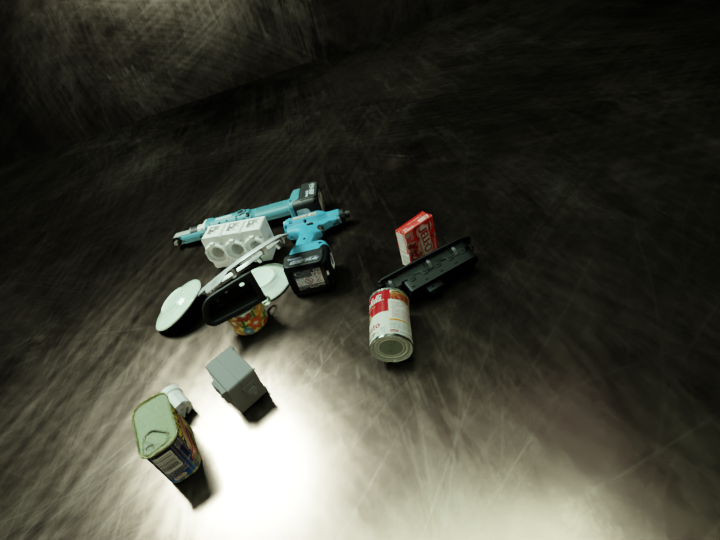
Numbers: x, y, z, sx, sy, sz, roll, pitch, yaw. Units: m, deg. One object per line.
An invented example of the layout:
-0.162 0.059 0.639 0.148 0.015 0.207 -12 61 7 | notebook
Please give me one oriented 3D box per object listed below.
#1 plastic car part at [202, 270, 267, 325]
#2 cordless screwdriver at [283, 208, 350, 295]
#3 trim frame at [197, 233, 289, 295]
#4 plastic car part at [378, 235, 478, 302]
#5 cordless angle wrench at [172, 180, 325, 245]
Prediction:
-0.245 0.047 0.794 0.116 0.064 0.074 -29 23 -6 | plastic car part
-0.090 -0.059 0.923 0.160 0.071 0.257 -16 34 4 | cordless screwdriver
-0.240 -0.009 0.868 0.255 0.027 0.180 -27 8 38 | trim frame
0.130 0.003 0.757 0.200 0.063 0.071 -31 48 -14 | plastic car part
-0.303 -0.131 1.108 0.430 0.071 0.101 -13 37 12 | cordless angle wrench
